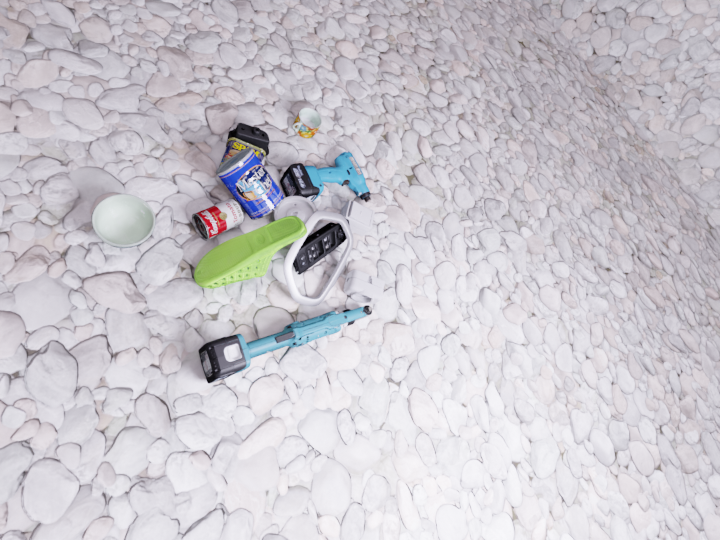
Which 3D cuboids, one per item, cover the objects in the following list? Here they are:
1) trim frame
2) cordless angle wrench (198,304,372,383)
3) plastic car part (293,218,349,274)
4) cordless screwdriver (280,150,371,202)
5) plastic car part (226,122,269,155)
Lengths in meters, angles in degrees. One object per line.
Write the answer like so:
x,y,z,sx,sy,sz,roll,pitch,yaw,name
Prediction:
-0.098,-0.031,1.028,0.174,0.029,0.249,43,64,-37,trim frame
-0.142,0.143,0.949,0.407,0.099,0.076,-14,76,-34,cordless angle wrench
-0.105,-0.069,1.077,0.199,0.071,0.064,-35,124,-31,plastic car part
-0.086,-0.235,1.160,0.241,0.075,0.162,-23,79,-36,cordless screwdriver
-0.290,-0.354,1.122,0.113,0.071,0.067,11,65,-18,plastic car part
